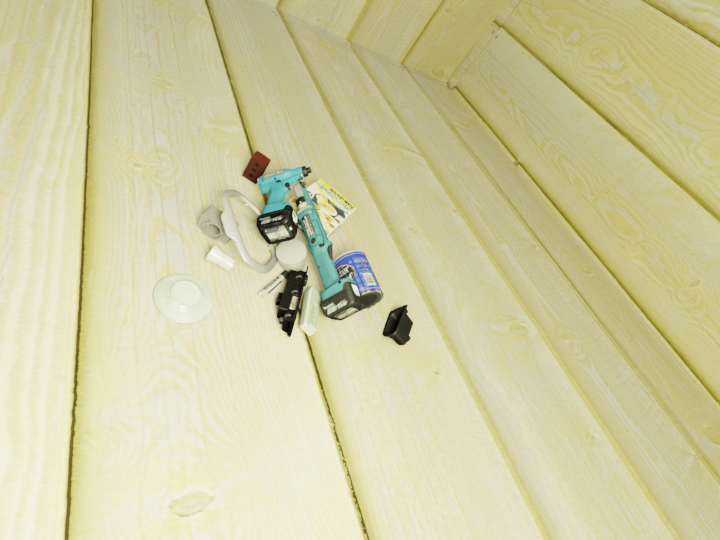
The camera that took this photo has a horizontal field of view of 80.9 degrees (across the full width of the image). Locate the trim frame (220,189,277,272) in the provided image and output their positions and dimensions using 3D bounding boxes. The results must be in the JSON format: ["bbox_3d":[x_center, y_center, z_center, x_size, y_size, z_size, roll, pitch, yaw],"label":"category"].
[{"bbox_3d":[-0.288,-0.103,1.095,0.176,0.028,0.255,19,46,-65],"label":"trim frame"}]

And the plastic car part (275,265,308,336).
[{"bbox_3d":[-0.170,0.066,1.049,0.068,0.064,0.206,9,41,4],"label":"plastic car part"}]

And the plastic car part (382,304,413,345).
[{"bbox_3d":[0.110,0.162,1.164,0.069,0.067,0.117,44,39,-16],"label":"plastic car part"}]

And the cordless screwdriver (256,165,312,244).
[{"bbox_3d":[-0.204,-0.193,1.156,0.071,0.161,0.258,64,13,-47],"label":"cordless screwdriver"}]

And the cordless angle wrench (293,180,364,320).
[{"bbox_3d":[-0.112,-0.074,1.149,0.070,0.099,0.439,28,35,-57],"label":"cordless angle wrench"}]
